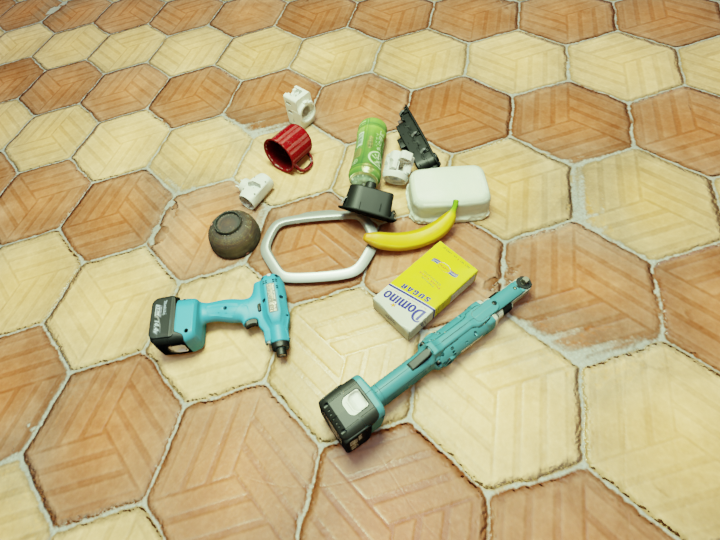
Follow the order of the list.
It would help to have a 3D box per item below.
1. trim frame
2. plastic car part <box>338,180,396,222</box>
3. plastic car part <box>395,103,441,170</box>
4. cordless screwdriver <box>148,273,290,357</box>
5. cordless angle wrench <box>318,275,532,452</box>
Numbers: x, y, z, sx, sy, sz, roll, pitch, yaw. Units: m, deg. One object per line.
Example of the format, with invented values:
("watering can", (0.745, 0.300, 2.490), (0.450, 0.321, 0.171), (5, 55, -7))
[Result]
("trim frame", (-0.086, -0.056, 0.875), (0.251, 0.026, 0.190), (-7, 58, 7))
("plastic car part", (0.020, -0.144, 0.859), (0.116, 0.066, 0.071), (19, 89, -3))
("plastic car part", (0.127, -0.291, 0.970), (0.067, 0.063, 0.212), (-25, 57, 2))
("cordless screwdriver", (-0.252, 0.103, 0.775), (0.248, 0.072, 0.165), (-12, 57, -4))
("cordless angle wrench", (0.127, 0.130, 0.692), (0.417, 0.094, 0.078), (-32, 60, -17))
